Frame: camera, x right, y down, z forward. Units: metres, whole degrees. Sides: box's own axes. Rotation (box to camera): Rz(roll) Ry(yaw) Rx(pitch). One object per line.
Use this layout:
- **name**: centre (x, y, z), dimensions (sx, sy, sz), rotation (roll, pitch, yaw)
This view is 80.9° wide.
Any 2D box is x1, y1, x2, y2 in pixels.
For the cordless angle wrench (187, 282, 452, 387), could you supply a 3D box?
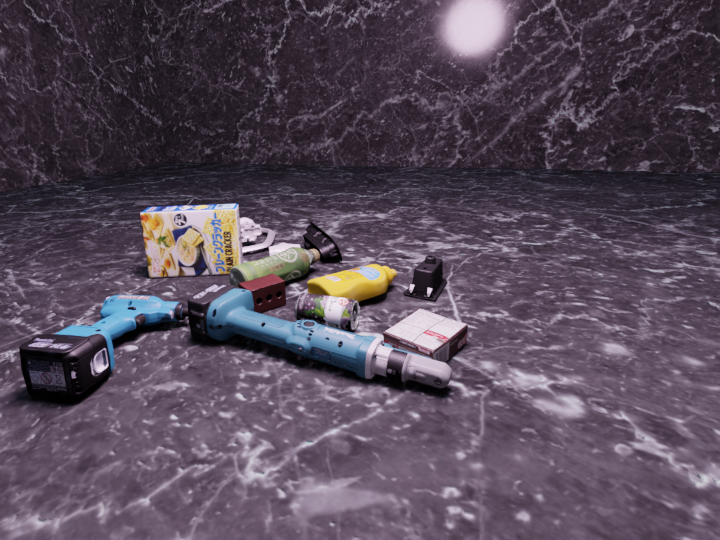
- **cordless angle wrench**: centre (-0.079, 0.104, 0.646), dimensions (0.441, 0.073, 0.096), rotation (11, 23, 25)

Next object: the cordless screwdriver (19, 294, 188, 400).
- **cordless screwdriver**: centre (-0.384, 0.102, 0.668), dimensions (0.160, 0.073, 0.251), rotation (0, 17, 3)

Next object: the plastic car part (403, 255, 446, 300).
- **plastic car part**: centre (0.141, 0.007, 0.875), dimensions (0.069, 0.069, 0.114), rotation (10, 26, 25)

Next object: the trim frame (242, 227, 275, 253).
- **trim frame**: centre (-0.342, -0.089, 1.226), dimensions (0.183, 0.027, 0.255), rotation (-2, 23, -4)

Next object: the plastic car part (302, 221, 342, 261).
- **plastic car part**: centre (-0.109, -0.071, 1.111), dimensions (0.065, 0.064, 0.214), rotation (-20, 26, -21)
